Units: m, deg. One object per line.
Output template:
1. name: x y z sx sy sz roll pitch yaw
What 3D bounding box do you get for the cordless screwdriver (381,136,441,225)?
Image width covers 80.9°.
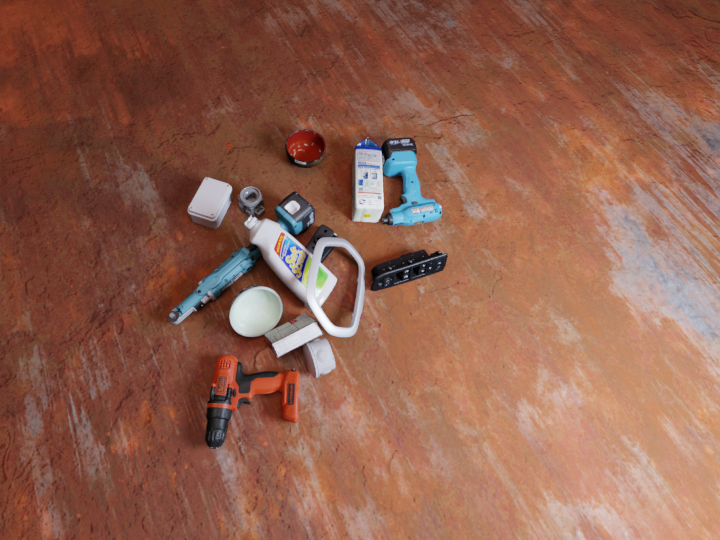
1. cordless screwdriver: 0.106 -0.236 1.148 0.157 0.073 0.256 -12 70 -11

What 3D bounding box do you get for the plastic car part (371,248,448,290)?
1. plastic car part: 0.111 -0.008 1.042 0.200 0.064 0.070 -21 60 -14

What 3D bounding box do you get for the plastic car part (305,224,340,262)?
1. plastic car part: -0.103 -0.067 1.048 0.067 0.070 0.116 30 62 8

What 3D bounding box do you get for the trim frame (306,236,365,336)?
1. trim frame: -0.050 0.032 0.969 0.175 0.028 0.254 32 48 -32

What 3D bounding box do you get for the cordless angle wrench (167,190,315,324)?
1. cordless angle wrench: -0.283 -0.024 1.010 0.076 0.096 0.419 42 72 11
